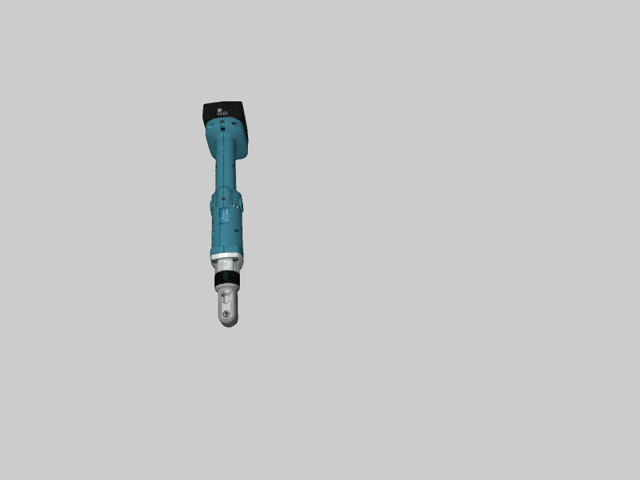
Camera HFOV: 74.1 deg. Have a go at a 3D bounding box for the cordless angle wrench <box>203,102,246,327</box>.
[{"bbox_3d":[-0.162,-0.058,0.736,0.074,0.421,0.098,-5,-27,-3],"label":"cordless angle wrench"}]
